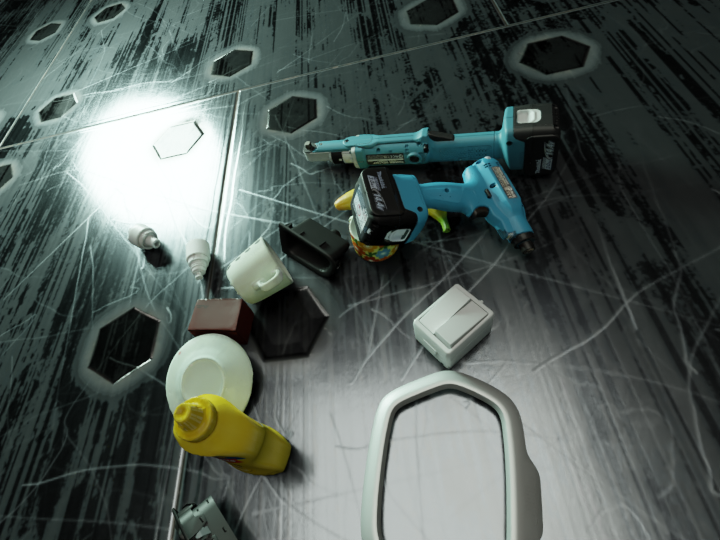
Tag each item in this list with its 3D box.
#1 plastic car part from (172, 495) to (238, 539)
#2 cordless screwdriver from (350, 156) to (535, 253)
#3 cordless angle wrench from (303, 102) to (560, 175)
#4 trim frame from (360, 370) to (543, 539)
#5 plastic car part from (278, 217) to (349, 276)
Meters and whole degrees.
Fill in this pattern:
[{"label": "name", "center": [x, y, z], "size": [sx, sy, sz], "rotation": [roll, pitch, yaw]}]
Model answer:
[{"label": "plastic car part", "center": [-0.134, 0.322, 0.445], "size": [0.214, 0.064, 0.066], "rotation": [33, 60, 31]}, {"label": "cordless screwdriver", "center": [0.120, -0.081, 0.601], "size": [0.243, 0.073, 0.165], "rotation": [-9, 61, -16]}, {"label": "cordless angle wrench", "center": [0.097, -0.212, 0.726], "size": [0.438, 0.093, 0.075], "rotation": [3, 58, 22]}, {"label": "trim frame", "center": [0.096, 0.232, 0.460], "size": [0.190, 0.026, 0.253], "rotation": [0, 56, 17]}, {"label": "plastic car part", "center": [-0.066, -0.043, 0.675], "size": [0.122, 0.064, 0.070], "rotation": [29, 54, 26]}]
